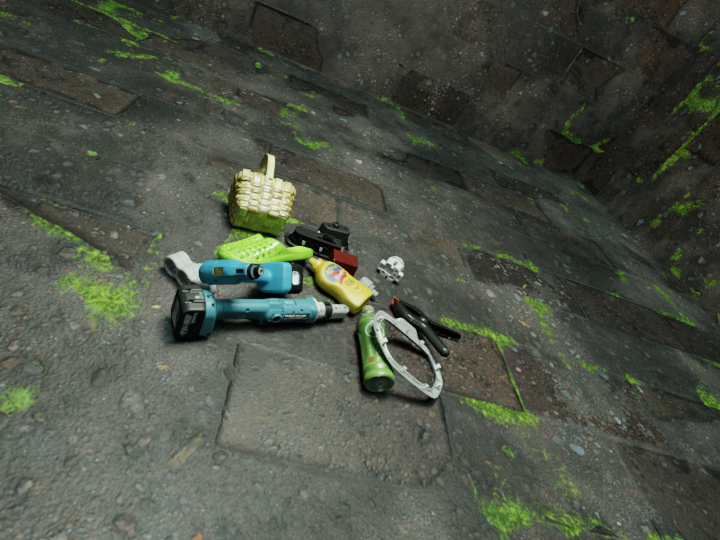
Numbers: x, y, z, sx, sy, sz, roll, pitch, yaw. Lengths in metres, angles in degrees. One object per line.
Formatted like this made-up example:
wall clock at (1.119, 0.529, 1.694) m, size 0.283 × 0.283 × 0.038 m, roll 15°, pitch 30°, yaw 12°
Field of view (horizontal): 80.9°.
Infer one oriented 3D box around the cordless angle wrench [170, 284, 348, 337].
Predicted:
cordless angle wrench at (-0.199, 0.091, 0.950) m, size 0.403 × 0.097 × 0.078 m, roll 3°, pitch 39°, yaw -35°

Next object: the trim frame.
trim frame at (0.117, 0.193, 0.999) m, size 0.240 × 0.028 × 0.188 m, roll 39°, pitch 26°, yaw -19°

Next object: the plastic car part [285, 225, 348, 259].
plastic car part at (-0.122, -0.080, 1.244) m, size 0.199 × 0.066 × 0.068 m, roll 16°, pitch 43°, yaw -10°

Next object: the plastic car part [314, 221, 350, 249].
plastic car part at (-0.080, -0.117, 1.307) m, size 0.112 × 0.071 × 0.069 m, roll 14°, pitch 36°, yaw -23°

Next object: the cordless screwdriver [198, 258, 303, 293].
cordless screwdriver at (-0.211, 0.011, 0.931) m, size 0.166 × 0.075 × 0.236 m, roll -2°, pitch -6°, yaw 31°
